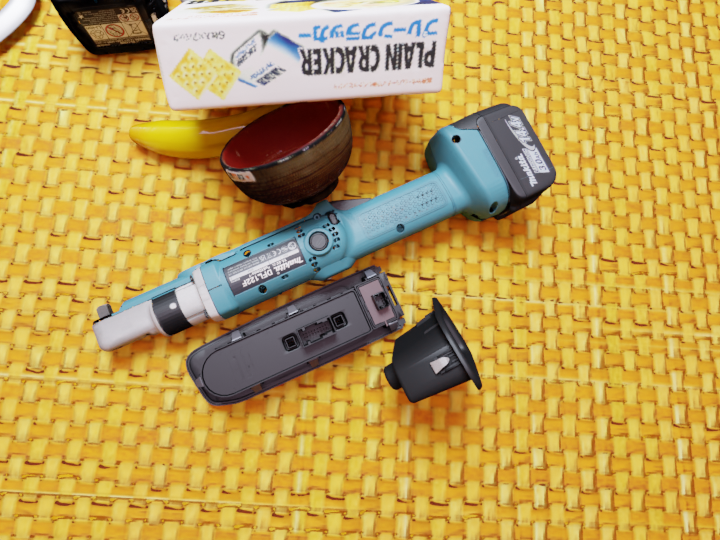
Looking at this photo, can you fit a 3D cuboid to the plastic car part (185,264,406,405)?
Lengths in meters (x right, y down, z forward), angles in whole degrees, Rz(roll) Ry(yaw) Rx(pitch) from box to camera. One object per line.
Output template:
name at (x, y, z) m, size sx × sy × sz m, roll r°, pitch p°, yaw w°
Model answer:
plastic car part at (-0.056, 0.063, 0.374) m, size 0.202 × 0.067 × 0.066 m, roll -24°, pitch 92°, yaw -4°

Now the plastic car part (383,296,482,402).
plastic car part at (0.055, 0.073, 0.357) m, size 0.072 × 0.114 × 0.066 m, roll -33°, pitch 87°, yaw 14°

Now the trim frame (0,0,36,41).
trim frame at (-0.454, -0.310, 0.438) m, size 0.248 × 0.027 × 0.185 m, roll 19°, pitch 78°, yaw -1°

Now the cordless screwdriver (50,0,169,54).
cordless screwdriver at (-0.242, -0.354, 0.434) m, size 0.158 × 0.073 × 0.253 m, roll -14°, pitch 77°, yaw -6°

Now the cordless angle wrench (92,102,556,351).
cordless angle wrench at (-0.038, -0.025, 0.387) m, size 0.421 × 0.074 × 0.099 m, roll -25°, pitch 84°, yaw -5°
